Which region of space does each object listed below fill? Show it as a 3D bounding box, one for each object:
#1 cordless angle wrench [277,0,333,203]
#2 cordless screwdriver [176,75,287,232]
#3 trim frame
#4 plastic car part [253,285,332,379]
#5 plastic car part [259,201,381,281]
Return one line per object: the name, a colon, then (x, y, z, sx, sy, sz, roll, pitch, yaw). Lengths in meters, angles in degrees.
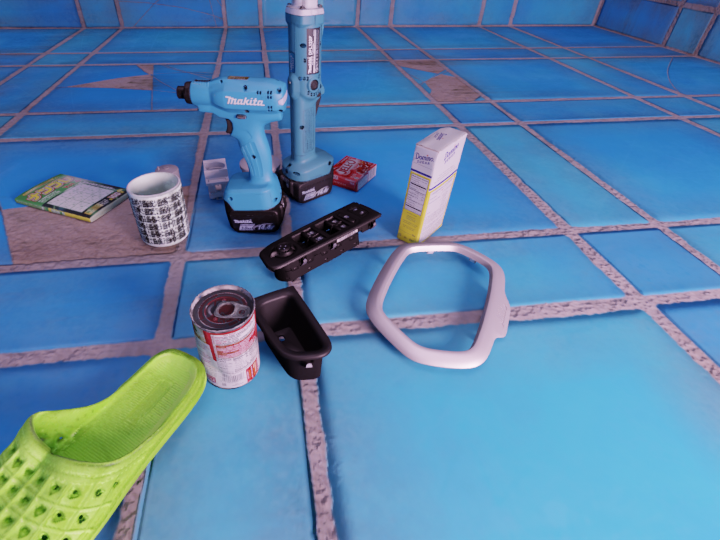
cordless angle wrench: (-0.092, -0.316, 0.708, 0.095, 0.411, 0.078, -25, 48, -33)
cordless screwdriver: (-0.195, -0.180, 0.673, 0.160, 0.242, 0.076, 5, 38, 1)
trim frame: (0.112, 0.035, 0.589, 0.190, 0.027, 0.248, 16, 41, 17)
plastic car part: (-0.081, 0.083, 0.491, 0.064, 0.069, 0.123, -19, 44, -25)
plastic car part: (-0.063, -0.041, 0.646, 0.198, 0.065, 0.070, -27, 48, -31)
